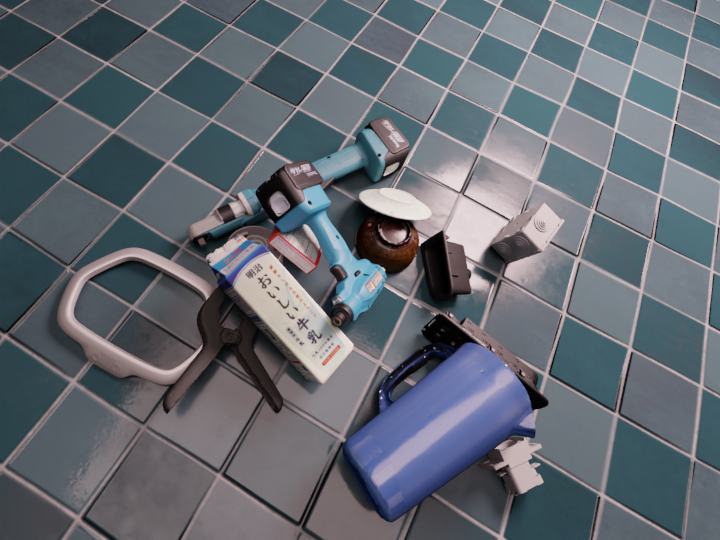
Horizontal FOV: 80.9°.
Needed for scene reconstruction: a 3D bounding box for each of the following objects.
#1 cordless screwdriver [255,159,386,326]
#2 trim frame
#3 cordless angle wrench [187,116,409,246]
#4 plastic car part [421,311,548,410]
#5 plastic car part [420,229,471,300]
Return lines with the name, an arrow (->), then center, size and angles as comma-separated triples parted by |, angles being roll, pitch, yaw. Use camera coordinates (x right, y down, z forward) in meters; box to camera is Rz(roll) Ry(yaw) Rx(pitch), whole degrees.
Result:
cordless screwdriver -> -0.063, -0.041, 0.642 | 0.247, 0.076, 0.157 | 54, 32, -3
trim frame -> -0.332, 0.065, 0.643 | 0.250, 0.027, 0.185 | 26, 63, 3
cordless angle wrench -> -0.108, -0.153, 0.757 | 0.416, 0.073, 0.101 | -29, 73, -17
plastic car part -> 0.199, 0.138, 0.668 | 0.208, 0.066, 0.065 | 42, 40, 13
plastic car part -> 0.156, -0.002, 0.730 | 0.068, 0.067, 0.119 | 2, 67, -26
